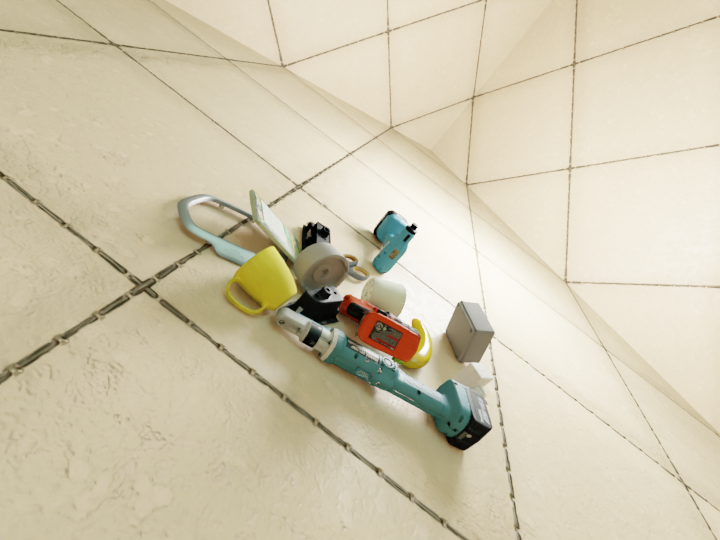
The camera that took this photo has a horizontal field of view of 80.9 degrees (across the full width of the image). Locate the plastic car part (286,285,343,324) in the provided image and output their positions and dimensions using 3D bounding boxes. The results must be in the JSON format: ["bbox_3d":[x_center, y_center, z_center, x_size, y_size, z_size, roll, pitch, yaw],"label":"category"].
[{"bbox_3d":[-0.076,0.060,0.799,0.069,0.071,0.111,50,25,24],"label":"plastic car part"}]

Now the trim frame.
[{"bbox_3d":[-0.254,-0.080,0.861,0.238,0.028,0.192,26,26,-26],"label":"trim frame"}]

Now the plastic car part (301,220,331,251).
[{"bbox_3d":[-0.096,-0.063,0.983,0.064,0.068,0.208,40,22,-23],"label":"plastic car part"}]

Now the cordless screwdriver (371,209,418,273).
[{"bbox_3d":[0.101,-0.106,1.201,0.073,0.160,0.252,34,24,-12],"label":"cordless screwdriver"}]

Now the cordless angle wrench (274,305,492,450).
[{"bbox_3d":[0.035,0.178,0.747,0.416,0.074,0.099,30,26,-9],"label":"cordless angle wrench"}]
